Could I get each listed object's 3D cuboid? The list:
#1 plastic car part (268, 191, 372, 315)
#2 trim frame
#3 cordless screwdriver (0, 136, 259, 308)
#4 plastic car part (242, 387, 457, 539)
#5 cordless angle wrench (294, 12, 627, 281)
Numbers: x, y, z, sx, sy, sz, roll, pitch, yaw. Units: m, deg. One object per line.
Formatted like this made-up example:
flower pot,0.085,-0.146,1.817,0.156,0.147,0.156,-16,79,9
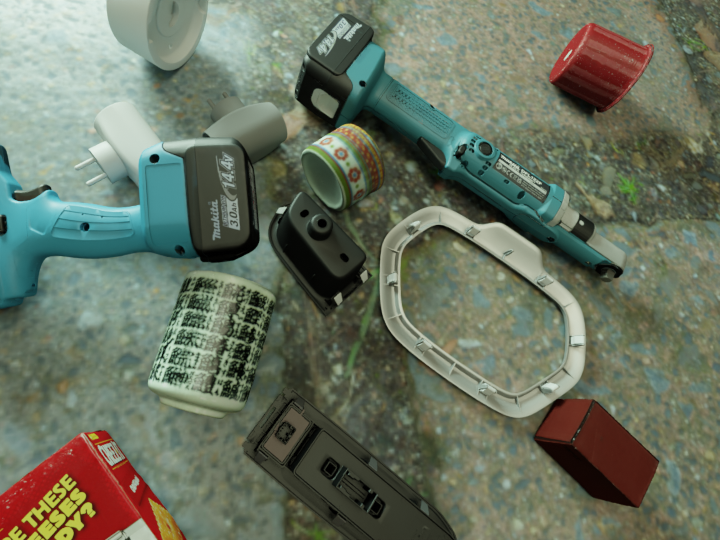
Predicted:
plastic car part,-0.039,-0.026,0.403,0.065,0.071,0.117,-39,87,-24
trim frame,0.131,0.034,0.443,0.250,0.027,0.184,34,66,3
cordless screwdriver,-0.212,-0.064,0.347,0.247,0.074,0.160,-10,88,-4
plastic car part,0.004,0.183,0.344,0.203,0.067,0.066,40,60,0
cordless angle wrench,0.123,-0.123,0.477,0.422,0.074,0.098,34,67,-1
